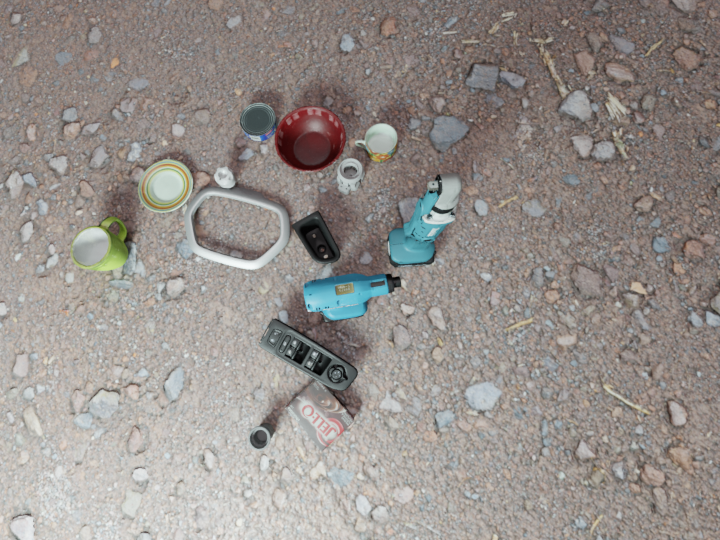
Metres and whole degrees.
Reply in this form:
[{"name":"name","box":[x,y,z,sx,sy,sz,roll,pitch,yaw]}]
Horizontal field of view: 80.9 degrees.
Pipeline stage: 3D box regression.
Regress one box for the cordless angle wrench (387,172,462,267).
[{"name":"cordless angle wrench","box":[0.110,-0.077,0.719,0.098,0.416,0.075,-4,81,-1]}]

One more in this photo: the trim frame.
[{"name":"trim frame","box":[-0.280,-0.102,0.955,0.252,0.027,0.185,14,79,7]}]

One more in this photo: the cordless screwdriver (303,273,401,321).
[{"name":"cordless screwdriver","box":[-0.014,0.047,0.789,0.159,0.245,0.075,-9,81,-1]}]

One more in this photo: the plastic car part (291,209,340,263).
[{"name":"plastic car part","box":[-0.089,-0.058,0.908,0.066,0.069,0.119,-29,78,-4]}]

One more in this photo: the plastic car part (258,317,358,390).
[{"name":"plastic car part","box":[-0.103,0.175,0.860,0.207,0.066,0.066,28,81,9]}]
